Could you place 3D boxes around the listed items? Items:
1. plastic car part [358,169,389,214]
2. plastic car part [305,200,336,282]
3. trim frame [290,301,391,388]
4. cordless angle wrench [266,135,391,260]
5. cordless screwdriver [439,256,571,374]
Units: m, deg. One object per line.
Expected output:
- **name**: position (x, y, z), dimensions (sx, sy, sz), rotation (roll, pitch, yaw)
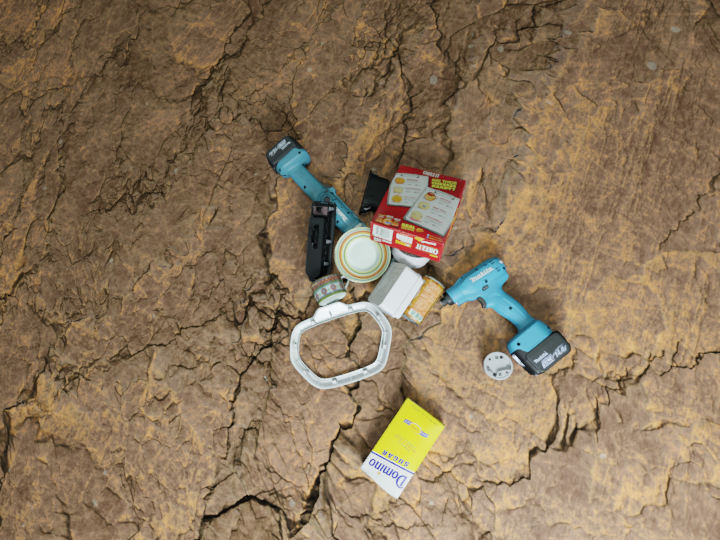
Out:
- **plastic car part**: position (0.043, -0.193, 1.060), dimensions (0.071, 0.065, 0.117), rotation (18, 75, 0)
- **plastic car part**: position (-0.100, -0.065, 1.023), dimensions (0.068, 0.066, 0.201), rotation (6, 98, 13)
- **trim frame**: position (-0.049, 0.169, 0.986), dimensions (0.251, 0.026, 0.189), rotation (-20, 69, 9)
- **cordless angle wrench**: position (-0.080, -0.173, 1.075), dimensions (0.098, 0.072, 0.438), rotation (-42, 71, -1)
- **cordless screwdriver**: position (0.299, 0.107, 0.899), dimensions (0.159, 0.071, 0.259), rotation (-35, 66, 1)
